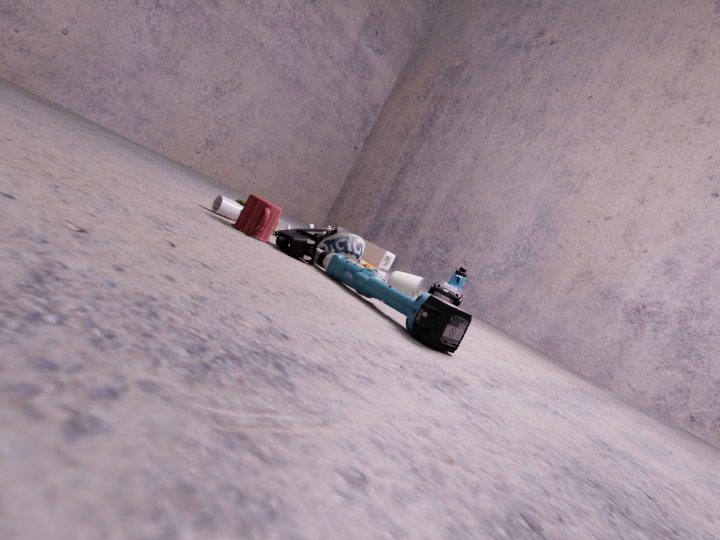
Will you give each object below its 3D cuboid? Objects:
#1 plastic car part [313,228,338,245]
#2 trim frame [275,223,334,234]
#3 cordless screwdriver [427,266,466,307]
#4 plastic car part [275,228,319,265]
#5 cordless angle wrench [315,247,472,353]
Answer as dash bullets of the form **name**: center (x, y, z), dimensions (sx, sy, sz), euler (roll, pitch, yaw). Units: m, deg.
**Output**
- **plastic car part**: center (-0.116, -0.076, 1.184), dimensions (0.066, 0.066, 0.206), euler (1, -1, -14)
- **trim frame**: center (-0.166, -0.116, 1.278), dimensions (0.187, 0.027, 0.244), euler (-4, 1, 9)
- **cordless screwdriver**: center (0.216, 0.061, 1.044), dimensions (0.077, 0.159, 0.241), euler (28, 6, 15)
- **plastic car part**: center (-0.152, -0.060, 0.946), dimensions (0.067, 0.065, 0.123), euler (7, 12, -36)
- **cordless angle wrench**: center (0.016, 0.026, 0.840), dimensions (0.092, 0.074, 0.448), euler (24, 3, -42)
